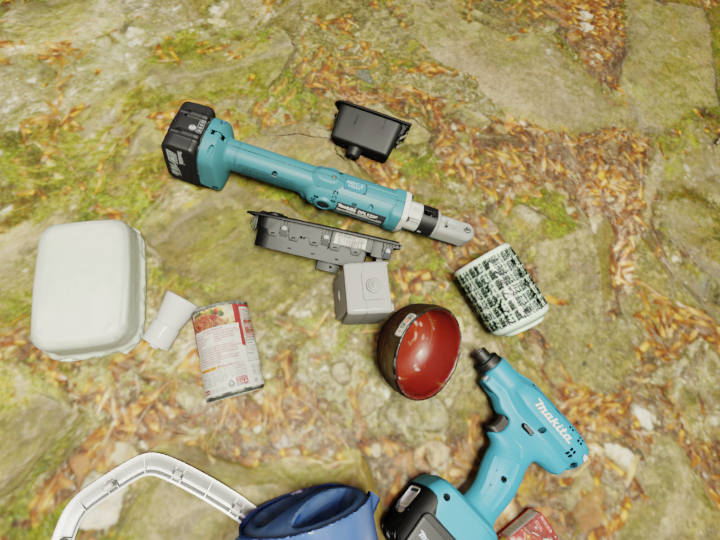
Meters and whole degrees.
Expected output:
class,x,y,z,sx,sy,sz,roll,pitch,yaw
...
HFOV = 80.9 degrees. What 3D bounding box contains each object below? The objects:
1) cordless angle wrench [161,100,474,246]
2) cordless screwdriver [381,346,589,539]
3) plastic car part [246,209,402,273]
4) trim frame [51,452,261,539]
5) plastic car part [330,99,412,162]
class,x,y,z,sx,sy,sz,roll,pitch,yaw
cordless angle wrench,-0.046,-0.111,0.571,0.420,0.097,0.075,18,67,-3
cordless screwdriver,0.127,0.217,0.478,0.245,0.074,0.163,-37,78,-21
plastic car part,-0.055,-0.036,0.560,0.202,0.067,0.067,17,96,-2
trim frame,-0.200,0.308,0.434,0.250,0.027,0.184,28,71,3
plastic car part,0.007,-0.197,0.626,0.117,0.065,0.071,19,84,3
